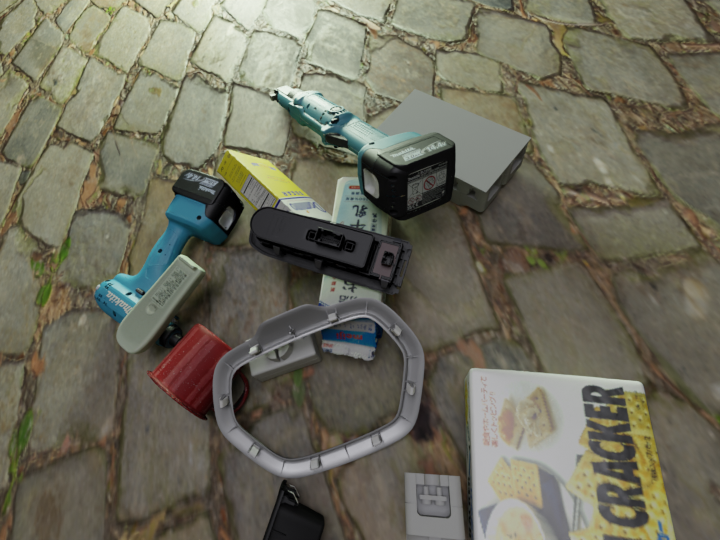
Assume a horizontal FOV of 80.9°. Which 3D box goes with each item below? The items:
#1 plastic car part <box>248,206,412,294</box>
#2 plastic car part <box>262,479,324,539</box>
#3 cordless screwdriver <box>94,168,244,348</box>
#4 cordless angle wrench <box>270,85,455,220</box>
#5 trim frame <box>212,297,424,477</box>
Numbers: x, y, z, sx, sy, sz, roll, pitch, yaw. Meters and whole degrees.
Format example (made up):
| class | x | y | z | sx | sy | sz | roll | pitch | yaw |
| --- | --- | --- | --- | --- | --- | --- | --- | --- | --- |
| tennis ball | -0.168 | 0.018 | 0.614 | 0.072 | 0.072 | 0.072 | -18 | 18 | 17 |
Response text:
| class | x | y | z | sx | sy | sz | roll | pitch | yaw |
| --- | --- | --- | --- | --- | --- | --- | --- | --- | --- |
| plastic car part | -0.048 | -0.032 | 0.494 | 0.210 | 0.064 | 0.066 | 16 | 85 | 19 |
| plastic car part | -0.070 | 0.288 | 0.427 | 0.071 | 0.065 | 0.118 | 15 | 70 | 2 |
| cordless screwdriver | -0.260 | -0.019 | 0.619 | 0.166 | 0.071 | 0.249 | 25 | 75 | 22 |
| cordless angle wrench | -0.034 | -0.211 | 0.622 | 0.096 | 0.071 | 0.447 | -24 | 43 | -18 |
| trim frame | -0.048 | 0.130 | 0.471 | 0.250 | 0.027 | 0.184 | -23 | 89 | 7 |
